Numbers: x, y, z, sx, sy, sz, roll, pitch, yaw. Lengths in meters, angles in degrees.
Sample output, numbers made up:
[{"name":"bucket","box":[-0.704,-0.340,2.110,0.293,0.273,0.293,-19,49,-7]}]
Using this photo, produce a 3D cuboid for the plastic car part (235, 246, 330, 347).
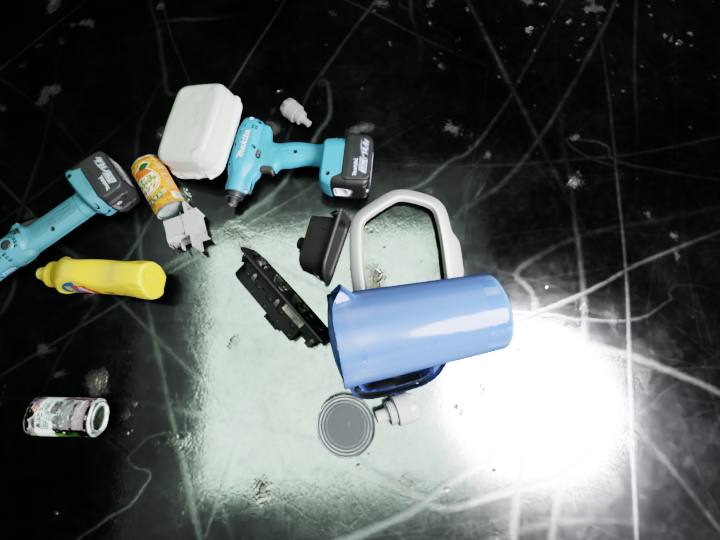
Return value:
[{"name":"plastic car part","box":[-0.130,0.047,0.672,0.067,0.064,0.208,-43,78,17]}]

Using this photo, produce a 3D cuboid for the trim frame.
[{"name":"trim frame","box":[0.076,-0.017,0.693,0.185,0.027,0.253,-5,73,2]}]

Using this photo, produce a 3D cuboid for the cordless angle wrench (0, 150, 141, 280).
[{"name":"cordless angle wrench","box":[-0.576,-0.039,0.712,0.421,0.073,0.100,-37,78,-5]}]

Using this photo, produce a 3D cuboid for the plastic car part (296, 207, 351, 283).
[{"name":"plastic car part","box":[-0.068,-0.044,0.695,0.074,0.063,0.117,17,80,20]}]

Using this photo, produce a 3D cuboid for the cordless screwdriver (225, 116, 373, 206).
[{"name":"cordless screwdriver","box":[-0.106,-0.168,0.721,0.253,0.072,0.160,10,76,9]}]
